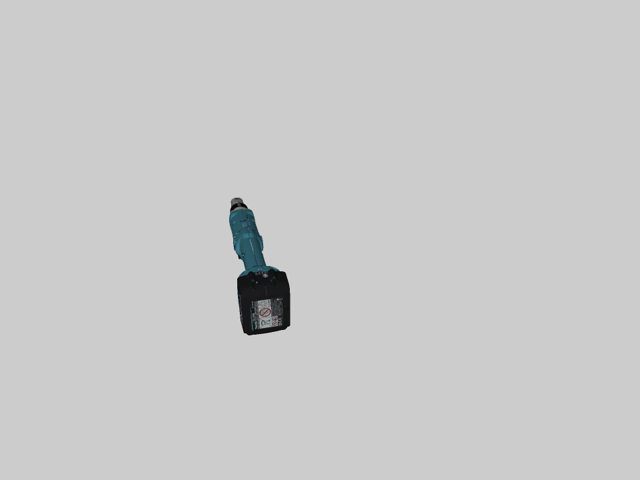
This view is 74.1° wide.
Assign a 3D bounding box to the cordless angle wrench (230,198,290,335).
[{"bbox_3d":[-0.137,0.009,0.803,0.074,0.098,0.422,-6,30,-15],"label":"cordless angle wrench"}]
